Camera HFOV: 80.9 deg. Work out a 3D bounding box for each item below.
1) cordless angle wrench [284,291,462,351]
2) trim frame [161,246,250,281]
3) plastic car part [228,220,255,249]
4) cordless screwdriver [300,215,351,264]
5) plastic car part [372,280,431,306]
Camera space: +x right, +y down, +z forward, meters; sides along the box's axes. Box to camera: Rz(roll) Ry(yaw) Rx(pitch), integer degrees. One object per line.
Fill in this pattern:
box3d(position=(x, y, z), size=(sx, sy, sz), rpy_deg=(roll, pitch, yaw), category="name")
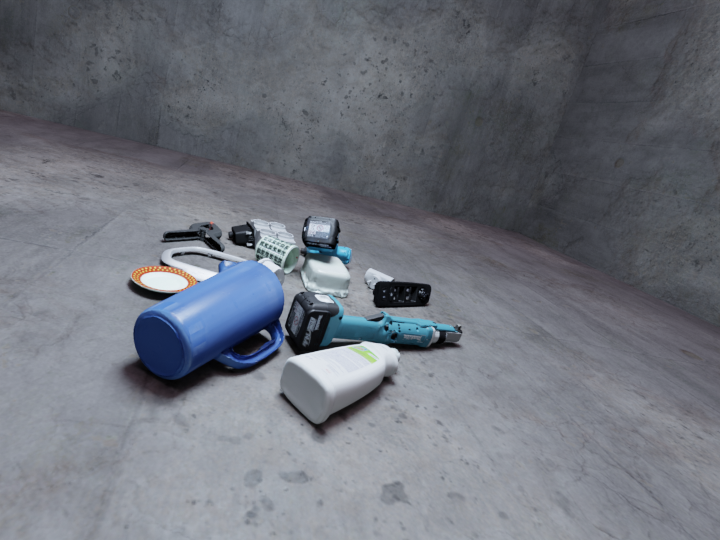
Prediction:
box3d(position=(0.054, 0.120, 0.869), size=(0.404, 0.097, 0.078), rpy_deg=(10, 17, -30), category="cordless angle wrench")
box3d(position=(-0.357, -0.012, 1.025), size=(0.249, 0.027, 0.186), rpy_deg=(17, 16, -1), category="trim frame")
box3d(position=(-0.364, -0.109, 1.282), size=(0.069, 0.065, 0.122), rpy_deg=(-8, 22, -24), category="plastic car part")
box3d(position=(-0.118, -0.077, 1.208), size=(0.163, 0.075, 0.241), rpy_deg=(7, -15, 10), category="cordless screwdriver")
box3d(position=(0.107, 0.063, 1.134), size=(0.194, 0.067, 0.070), rpy_deg=(3, -5, -32), category="plastic car part")
